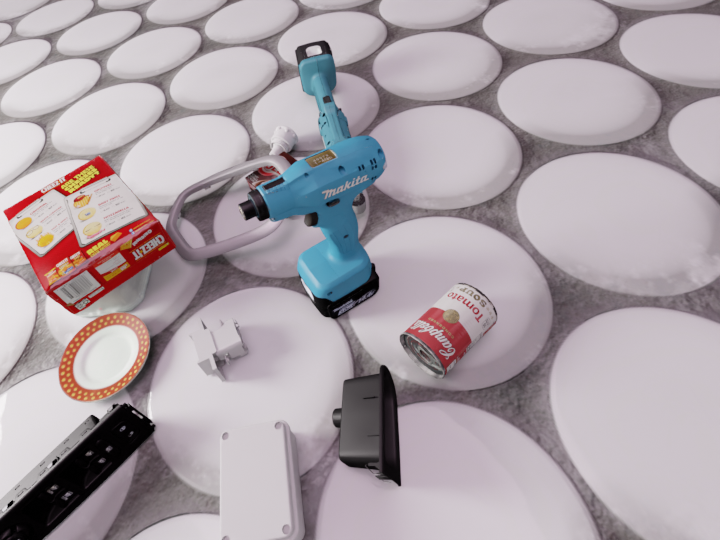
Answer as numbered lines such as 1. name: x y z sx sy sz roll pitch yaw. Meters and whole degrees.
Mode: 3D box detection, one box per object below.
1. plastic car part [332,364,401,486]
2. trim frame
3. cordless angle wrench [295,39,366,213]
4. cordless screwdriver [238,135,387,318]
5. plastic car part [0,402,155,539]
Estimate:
1. plastic car part: 0.004 0.171 0.473 0.072 0.062 0.120 -14 49 15
2. trim frame: -0.216 -0.108 0.701 0.252 0.026 0.191 -19 59 13
3. cordless angle wrench: -0.051 -0.272 0.787 0.074 0.094 0.440 -14 57 -3
4. cordless screwdriver: -0.050 -0.033 0.509 0.157 0.240 0.078 -27 56 -18
5. plastic car part: -0.343 0.234 0.484 0.071 0.063 0.202 23 61 34
